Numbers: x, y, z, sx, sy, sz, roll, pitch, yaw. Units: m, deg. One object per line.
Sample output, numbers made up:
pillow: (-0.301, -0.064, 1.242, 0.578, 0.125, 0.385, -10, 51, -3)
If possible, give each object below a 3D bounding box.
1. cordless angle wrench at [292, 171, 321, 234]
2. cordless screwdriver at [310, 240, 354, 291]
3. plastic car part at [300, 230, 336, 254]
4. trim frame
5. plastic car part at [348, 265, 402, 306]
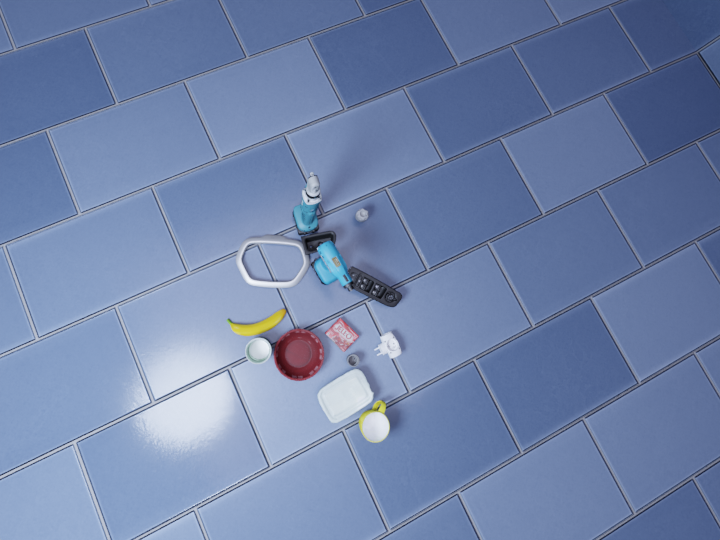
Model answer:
cordless angle wrench: (-0.155, -0.197, 1.274, 0.073, 0.424, 0.099, -16, 85, -12)
cordless screwdriver: (-0.085, 0.003, 1.329, 0.073, 0.249, 0.161, -30, 87, -13)
plastic car part: (-0.140, -0.092, 1.434, 0.115, 0.071, 0.067, -14, 83, -9)
trim frame: (-0.296, -0.033, 1.430, 0.246, 0.027, 0.186, 2, 78, -5)
plastic car part: (0.039, 0.062, 1.421, 0.203, 0.067, 0.066, 27, 78, 0)
